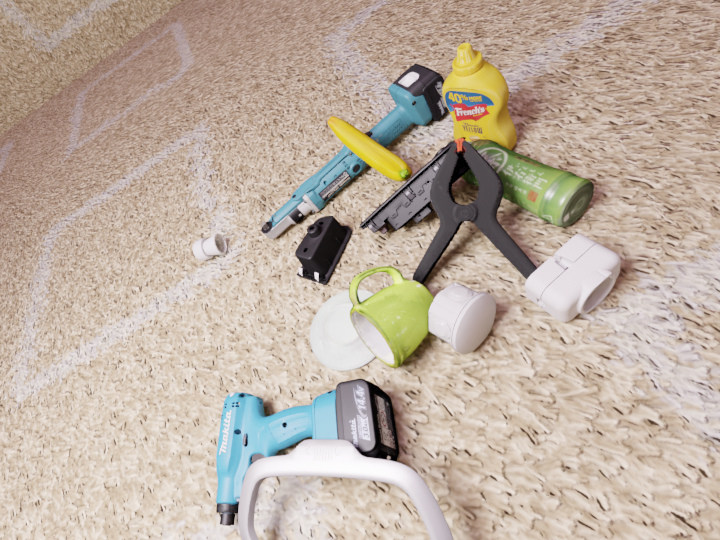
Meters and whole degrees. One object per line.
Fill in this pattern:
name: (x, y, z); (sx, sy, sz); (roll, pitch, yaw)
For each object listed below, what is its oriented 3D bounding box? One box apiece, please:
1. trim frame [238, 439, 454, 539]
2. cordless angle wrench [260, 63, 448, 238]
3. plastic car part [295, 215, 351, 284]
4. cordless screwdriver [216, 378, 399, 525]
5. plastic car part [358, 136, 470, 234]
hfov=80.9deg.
trim frame: (-0.026, 0.278, 0.448); (0.256, 0.026, 0.186); (-11, 83, 25)
cordless angle wrench: (-0.020, -0.205, 0.791); (0.423, 0.092, 0.078); (-41, 49, 3)
plastic car part: (-0.070, -0.046, 0.713); (0.069, 0.067, 0.117); (14, 69, 34)
cordless screwdriver: (-0.080, 0.227, 0.532); (0.256, 0.070, 0.164); (-16, 54, 23)
plastic car part: (0.090, -0.119, 0.647); (0.204, 0.064, 0.069); (-45, 74, 26)
